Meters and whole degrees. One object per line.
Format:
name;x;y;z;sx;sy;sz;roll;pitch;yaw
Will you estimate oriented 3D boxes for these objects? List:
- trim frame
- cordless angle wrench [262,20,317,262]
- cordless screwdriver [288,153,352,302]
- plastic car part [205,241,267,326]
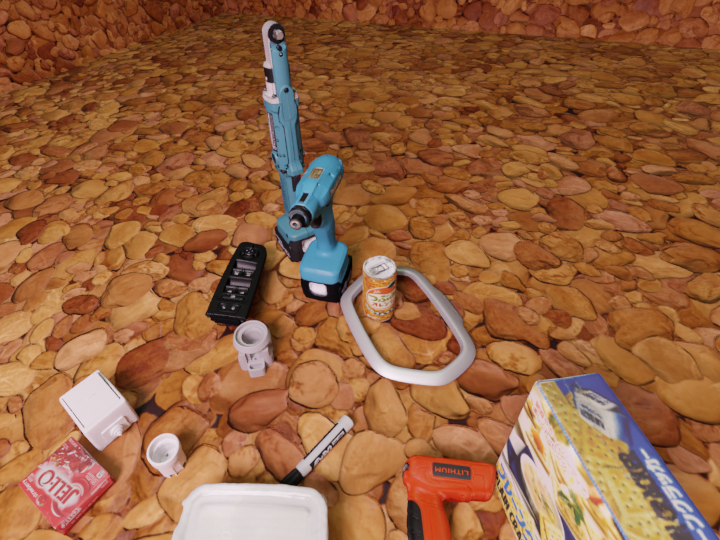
trim frame;0.073;0.080;0.691;0.181;0.026;0.262;-18;44;-14
cordless angle wrench;-0.124;-0.198;0.730;0.073;0.408;0.103;-21;46;-21
cordless screwdriver;-0.067;-0.044;0.681;0.076;0.240;0.161;10;44;11
plastic car part;-0.208;0.025;0.750;0.067;0.065;0.208;0;43;3
